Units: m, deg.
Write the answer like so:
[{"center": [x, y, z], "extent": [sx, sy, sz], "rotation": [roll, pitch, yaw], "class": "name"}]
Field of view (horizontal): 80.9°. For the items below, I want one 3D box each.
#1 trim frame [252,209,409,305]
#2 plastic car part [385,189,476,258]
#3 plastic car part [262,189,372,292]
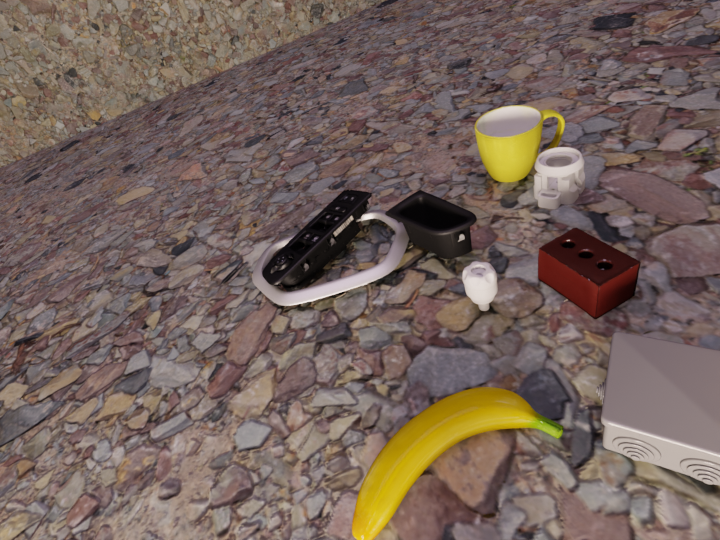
[{"center": [-0.046, -0.025, 0.635], "extent": [0.250, 0.026, 0.192], "rotation": [-20, 39, 5], "class": "trim frame"}, {"center": [0.099, -0.051, 0.559], "extent": [0.065, 0.068, 0.123], "rotation": [-34, 40, -15], "class": "plastic car part"}, {"center": [-0.062, -0.040, 0.630], "extent": [0.201, 0.064, 0.070], "rotation": [-43, 42, -22], "class": "plastic car part"}]
